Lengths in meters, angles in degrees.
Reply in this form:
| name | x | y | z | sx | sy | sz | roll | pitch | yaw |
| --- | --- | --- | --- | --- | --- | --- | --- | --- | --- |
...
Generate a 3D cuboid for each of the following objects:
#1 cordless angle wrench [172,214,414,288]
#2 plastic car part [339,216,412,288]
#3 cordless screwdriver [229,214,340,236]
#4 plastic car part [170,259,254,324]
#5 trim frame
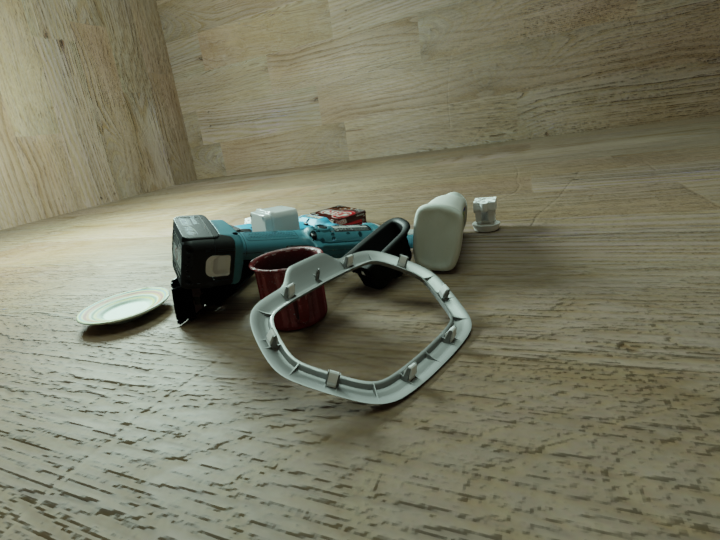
| name | x | y | z | sx | sy | sz | roll | pitch | yaw |
| --- | --- | --- | --- | --- | --- | --- | --- | --- | --- |
| cordless angle wrench | -0.064 | -0.042 | 0.650 | 0.407 | 0.073 | 0.103 | -6 | 28 | -30 |
| plastic car part | 0.036 | -0.017 | 0.604 | 0.115 | 0.068 | 0.069 | -39 | 31 | -27 |
| cordless screwdriver | -0.159 | -0.062 | 0.828 | 0.240 | 0.073 | 0.168 | -16 | 20 | -32 |
| plastic car part | -0.211 | 0.007 | 0.650 | 0.068 | 0.065 | 0.204 | -8 | 19 | 9 |
| trim frame | 0.006 | 0.039 | 0.434 | 0.194 | 0.027 | 0.241 | 31 | 41 | 30 |
